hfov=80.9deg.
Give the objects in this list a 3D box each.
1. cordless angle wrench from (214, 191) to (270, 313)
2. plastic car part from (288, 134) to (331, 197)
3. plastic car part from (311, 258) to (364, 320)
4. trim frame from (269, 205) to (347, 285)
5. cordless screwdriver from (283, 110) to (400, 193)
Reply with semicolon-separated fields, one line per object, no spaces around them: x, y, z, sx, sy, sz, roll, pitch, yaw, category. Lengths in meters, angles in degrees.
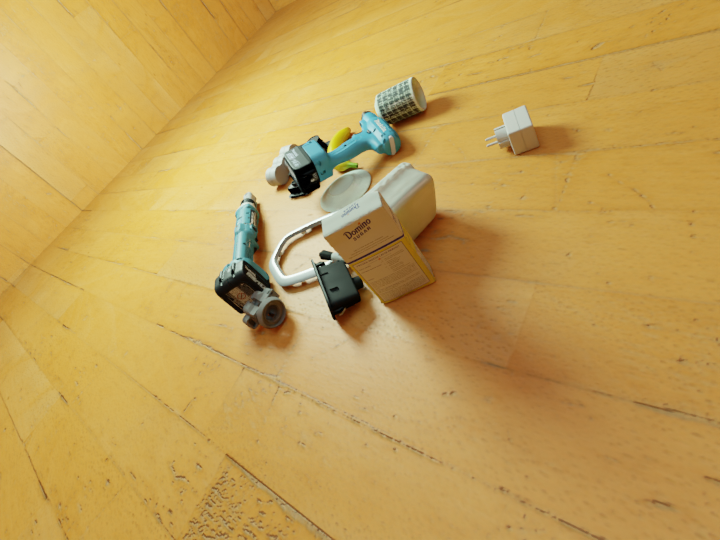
-0.262;-0.078;0.973;0.075;0.093;0.440;-34;35;12;cordless angle wrench
-0.136;-0.276;1.085;0.069;0.064;0.204;-12;43;41;plastic car part
-0.032;0.027;0.708;0.071;0.063;0.122;-25;41;-5;plastic car part
-0.083;-0.054;0.848;0.254;0.026;0.190;-23;42;23;trim frame
-0.050;-0.282;0.963;0.248;0.071;0.167;-24;48;-2;cordless screwdriver
